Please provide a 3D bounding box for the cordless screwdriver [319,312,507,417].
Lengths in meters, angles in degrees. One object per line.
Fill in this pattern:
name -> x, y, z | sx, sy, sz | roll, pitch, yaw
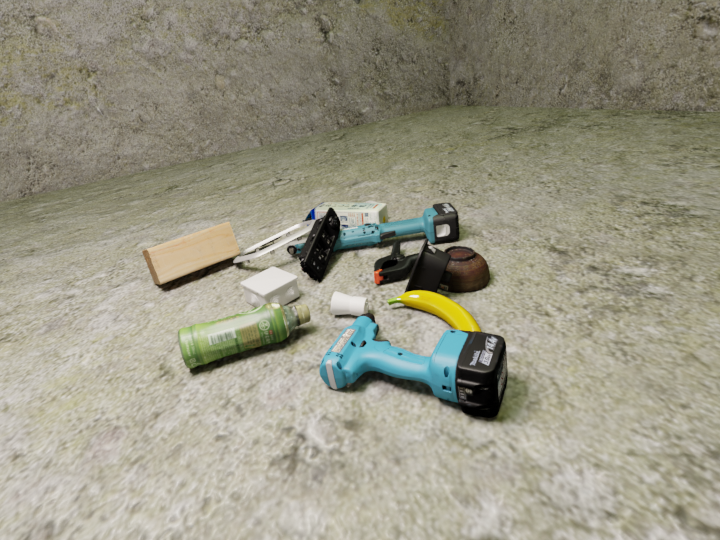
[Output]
cordless screwdriver -> 0.078, 0.119, 0.618 | 0.259, 0.072, 0.157 | 1, 27, 27

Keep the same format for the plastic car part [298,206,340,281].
plastic car part -> -0.097, -0.063, 0.989 | 0.069, 0.063, 0.205 | -18, 38, 40

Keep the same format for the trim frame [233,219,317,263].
trim frame -> -0.213, -0.074, 1.087 | 0.245, 0.027, 0.191 | -31, 19, -17

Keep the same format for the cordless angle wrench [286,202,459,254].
cordless angle wrench -> 0.023, -0.090, 1.057 | 0.426, 0.072, 0.100 | -9, 26, 5

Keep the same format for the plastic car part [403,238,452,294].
plastic car part -> 0.132, 0.007, 0.793 | 0.073, 0.115, 0.065 | 26, 34, 11
